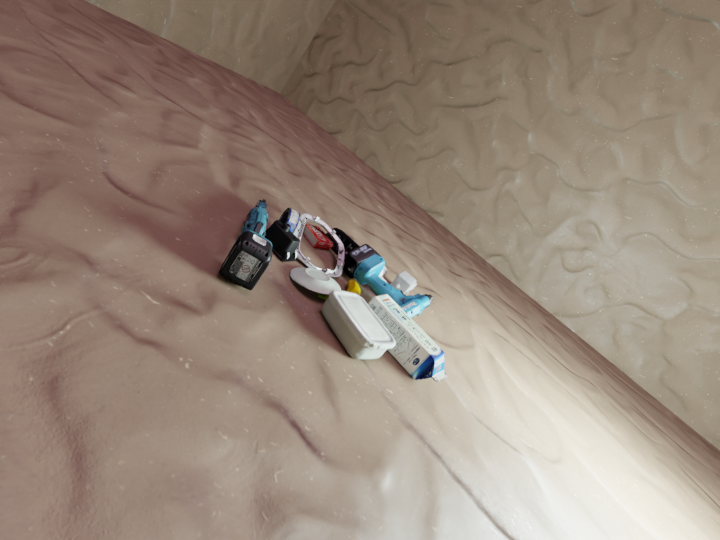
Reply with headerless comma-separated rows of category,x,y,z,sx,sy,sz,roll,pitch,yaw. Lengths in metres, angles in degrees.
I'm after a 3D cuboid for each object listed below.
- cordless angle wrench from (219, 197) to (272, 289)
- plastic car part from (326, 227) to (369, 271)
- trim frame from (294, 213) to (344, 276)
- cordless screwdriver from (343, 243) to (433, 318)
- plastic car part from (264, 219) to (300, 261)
cordless angle wrench,-0.252,-0.094,1.002,0.072,0.098,0.436,30,16,-20
plastic car part,-0.026,-0.056,1.312,0.210,0.066,0.065,43,8,17
trim frame,-0.117,-0.076,1.195,0.179,0.028,0.254,33,33,-17
cordless screwdriver,0.076,0.032,1.184,0.154,0.073,0.260,-23,58,-33
plastic car part,-0.200,-0.085,1.078,0.121,0.071,0.063,47,20,19
